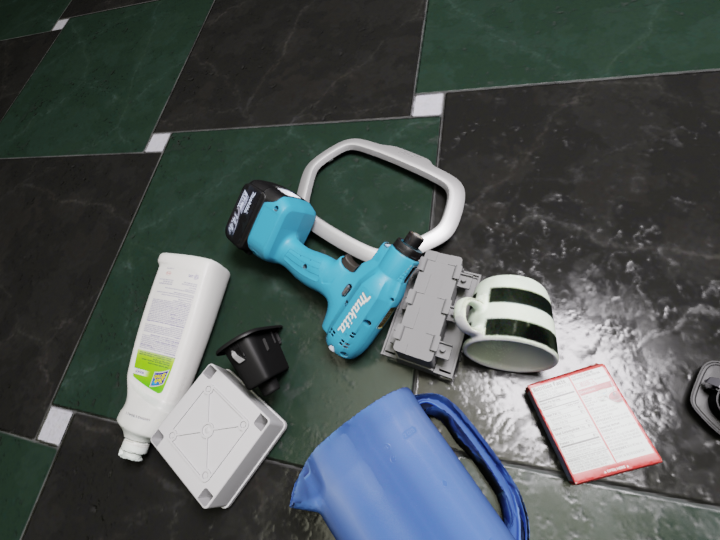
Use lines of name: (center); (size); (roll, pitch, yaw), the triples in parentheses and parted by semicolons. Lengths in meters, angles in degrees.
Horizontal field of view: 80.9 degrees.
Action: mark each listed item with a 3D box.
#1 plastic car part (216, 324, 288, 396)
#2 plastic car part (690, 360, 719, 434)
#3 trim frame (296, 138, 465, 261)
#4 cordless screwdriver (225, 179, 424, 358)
plastic car part: (-0.115, 0.106, 0.482); (0.066, 0.115, 0.072); (-31, 85, -1)
plastic car part: (0.372, 0.151, 0.320); (0.214, 0.063, 0.066); (39, 87, 32)
trim frame: (0.018, -0.104, 0.581); (0.262, 0.026, 0.183); (30, 75, 32)
cordless screwdriver: (-0.051, -0.033, 0.517); (0.261, 0.071, 0.159); (41, 108, 28)
